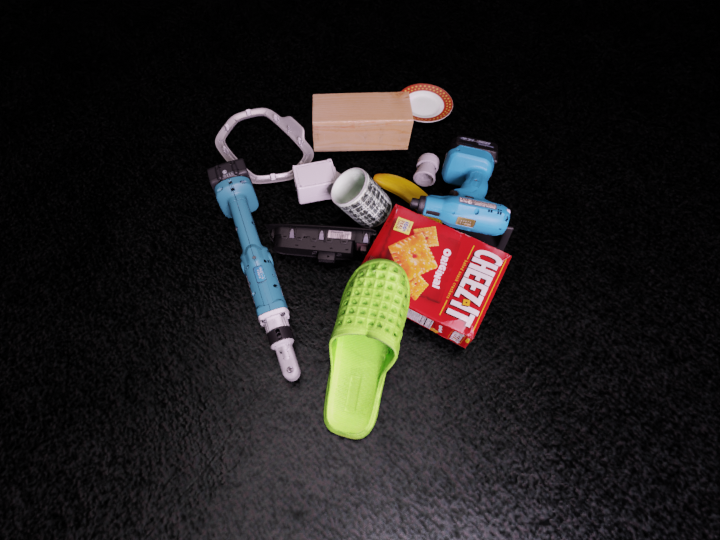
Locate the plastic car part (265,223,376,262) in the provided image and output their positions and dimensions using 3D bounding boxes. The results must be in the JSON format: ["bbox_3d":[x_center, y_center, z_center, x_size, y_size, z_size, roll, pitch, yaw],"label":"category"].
[{"bbox_3d":[-0.076,-0.050,0.778,0.206,0.064,0.068,9,78,9],"label":"plastic car part"}]

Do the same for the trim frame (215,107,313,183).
[{"bbox_3d":[-0.215,-0.284,0.943,0.182,0.027,0.260,-34,62,-18],"label":"trim frame"}]

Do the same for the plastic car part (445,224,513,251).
[{"bbox_3d":[0.212,-0.083,0.789,0.118,0.064,0.072,11,45,8],"label":"plastic car part"}]

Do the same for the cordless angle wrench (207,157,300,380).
[{"bbox_3d":[-0.183,-0.013,0.748,0.074,0.095,0.439,-20,64,-8],"label":"cordless angle wrench"}]

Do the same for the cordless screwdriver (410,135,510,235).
[{"bbox_3d":[0.181,-0.165,0.785,0.161,0.072,0.252,11,43,5],"label":"cordless screwdriver"}]
